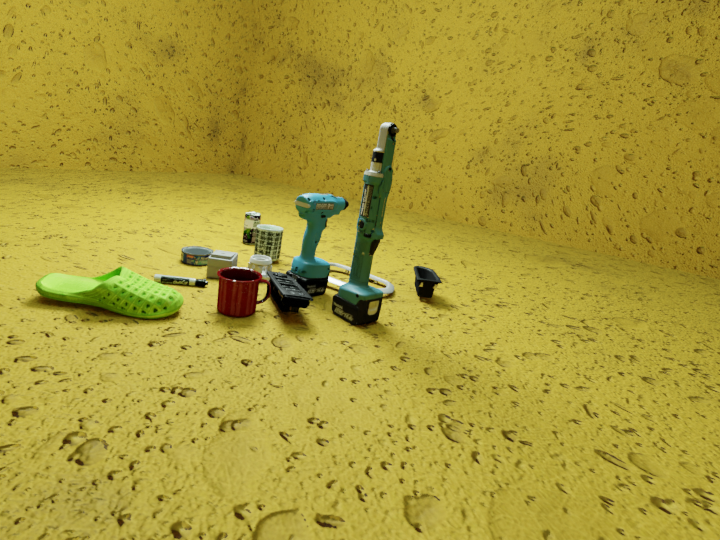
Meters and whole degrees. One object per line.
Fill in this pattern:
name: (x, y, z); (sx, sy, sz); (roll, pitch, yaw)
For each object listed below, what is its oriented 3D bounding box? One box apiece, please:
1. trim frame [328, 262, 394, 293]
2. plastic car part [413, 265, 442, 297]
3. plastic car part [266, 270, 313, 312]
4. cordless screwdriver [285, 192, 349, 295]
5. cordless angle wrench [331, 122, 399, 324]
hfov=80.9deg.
trim frame: (-0.026, 0.023, 1.172); (0.260, 0.027, 0.178); (17, 18, 27)
plastic car part: (0.172, 0.037, 1.145); (0.066, 0.070, 0.118); (8, 15, -3)
plastic car part: (-0.166, 0.049, 0.938); (0.064, 0.066, 0.212); (3, 17, -23)
cordless screwdriver: (-0.102, -0.067, 1.046); (0.078, 0.246, 0.152); (21, 18, 38)
cordless angle wrench: (0.021, -0.096, 0.896); (0.071, 0.418, 0.104); (-3, 19, -43)
